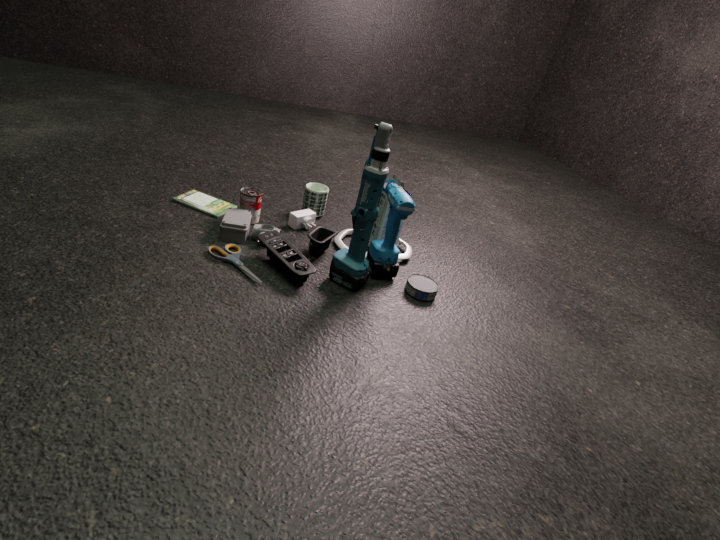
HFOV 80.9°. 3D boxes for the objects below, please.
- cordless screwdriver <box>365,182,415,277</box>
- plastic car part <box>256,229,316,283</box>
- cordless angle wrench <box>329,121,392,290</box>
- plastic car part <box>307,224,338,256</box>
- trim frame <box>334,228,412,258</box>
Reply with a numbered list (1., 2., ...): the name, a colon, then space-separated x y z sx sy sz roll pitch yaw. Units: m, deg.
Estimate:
1. cordless screwdriver: 0.076 -0.114 1.170 0.073 0.244 0.166 6 30 -16
2. plastic car part: -0.197 -0.031 1.110 0.064 0.066 0.214 -15 39 -41
3. cordless angle wrench: 0.013 -0.148 1.033 0.102 0.416 0.072 28 31 23
4. plastic car part: -0.119 -0.078 1.215 0.068 0.070 0.115 20 30 13
5. trim frame: 0.039 -0.080 1.318 0.244 0.027 0.191 5 30 -11
